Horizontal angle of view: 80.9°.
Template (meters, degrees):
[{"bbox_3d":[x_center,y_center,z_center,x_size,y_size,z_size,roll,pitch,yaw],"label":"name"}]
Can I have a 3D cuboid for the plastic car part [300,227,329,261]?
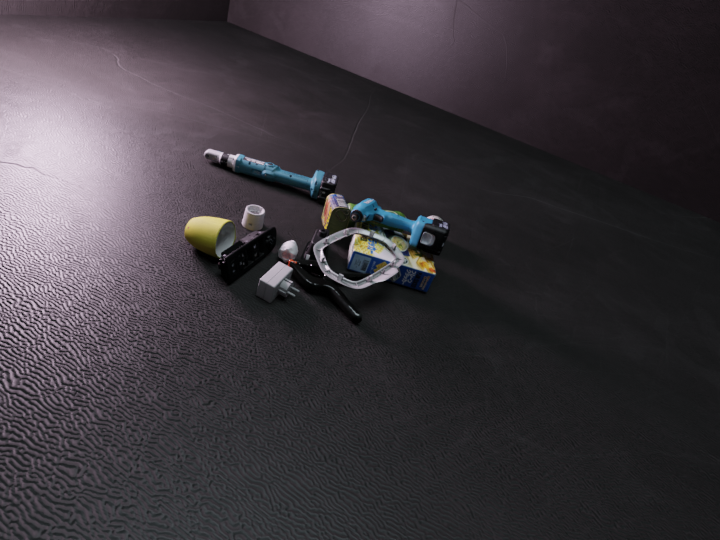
[{"bbox_3d":[-0.104,-0.068,1.063,0.065,0.070,0.119,18,37,-6],"label":"plastic car part"}]

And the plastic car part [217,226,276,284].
[{"bbox_3d":[-0.262,-0.043,0.973,0.070,0.064,0.200,6,29,27],"label":"plastic car part"}]

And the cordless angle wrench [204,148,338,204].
[{"bbox_3d":[-0.283,-0.307,1.317,0.424,0.073,0.099,16,34,1],"label":"cordless angle wrench"}]

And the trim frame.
[{"bbox_3d":[0.001,-0.036,0.995,0.192,0.027,0.241,38,40,23],"label":"trim frame"}]

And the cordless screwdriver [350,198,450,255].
[{"bbox_3d":[0.097,-0.116,1.088,0.256,0.073,0.157,22,23,14],"label":"cordless screwdriver"}]
